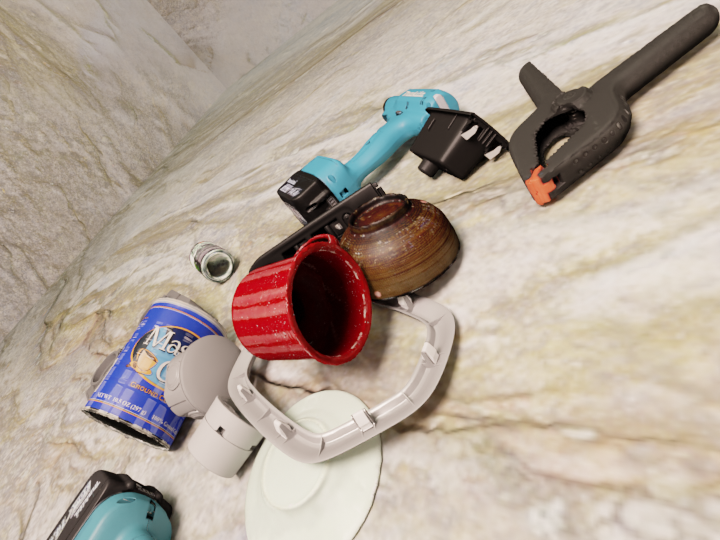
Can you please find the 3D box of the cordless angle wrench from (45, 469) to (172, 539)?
[{"bbox_3d":[-0.087,0.236,0.233,0.443,0.071,0.098,0,52,46],"label":"cordless angle wrench"}]

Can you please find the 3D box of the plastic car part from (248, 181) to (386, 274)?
[{"bbox_3d":[-0.049,-0.032,0.501,0.206,0.064,0.068,-32,23,19],"label":"plastic car part"}]

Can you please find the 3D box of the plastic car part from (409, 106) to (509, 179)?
[{"bbox_3d":[0.095,-0.136,0.469,0.071,0.063,0.122,-56,27,8],"label":"plastic car part"}]

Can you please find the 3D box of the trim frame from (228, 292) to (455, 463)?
[{"bbox_3d":[-0.032,0.065,0.383,0.182,0.026,0.261,-45,29,-22],"label":"trim frame"}]

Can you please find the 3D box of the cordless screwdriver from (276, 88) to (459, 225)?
[{"bbox_3d":[-0.001,-0.161,0.588,0.248,0.071,0.167,-41,31,-2],"label":"cordless screwdriver"}]
